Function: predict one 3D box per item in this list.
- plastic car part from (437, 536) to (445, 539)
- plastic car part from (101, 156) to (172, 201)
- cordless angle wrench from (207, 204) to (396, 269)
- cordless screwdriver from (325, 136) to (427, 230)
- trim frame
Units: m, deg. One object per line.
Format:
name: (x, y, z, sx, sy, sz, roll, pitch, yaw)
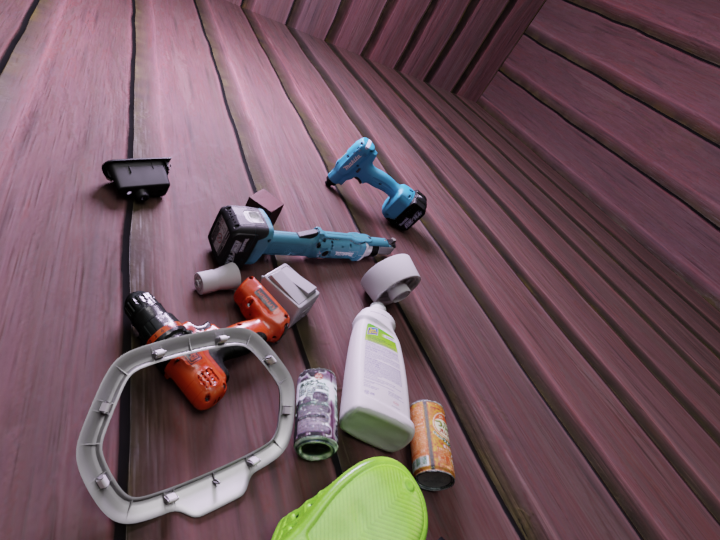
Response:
plastic car part: (0.056, 0.347, 0.434, 0.194, 0.065, 0.071, -11, 27, -42)
plastic car part: (-0.390, -0.157, 0.753, 0.112, 0.067, 0.073, -19, 72, -44)
cordless angle wrench: (-0.081, -0.053, 0.823, 0.402, 0.098, 0.078, 1, 45, -42)
cordless screwdriver: (0.039, -0.202, 1.073, 0.243, 0.162, 0.075, 42, 35, -13)
trim frame: (-0.173, 0.162, 0.469, 0.237, 0.028, 0.186, -6, 79, -43)
